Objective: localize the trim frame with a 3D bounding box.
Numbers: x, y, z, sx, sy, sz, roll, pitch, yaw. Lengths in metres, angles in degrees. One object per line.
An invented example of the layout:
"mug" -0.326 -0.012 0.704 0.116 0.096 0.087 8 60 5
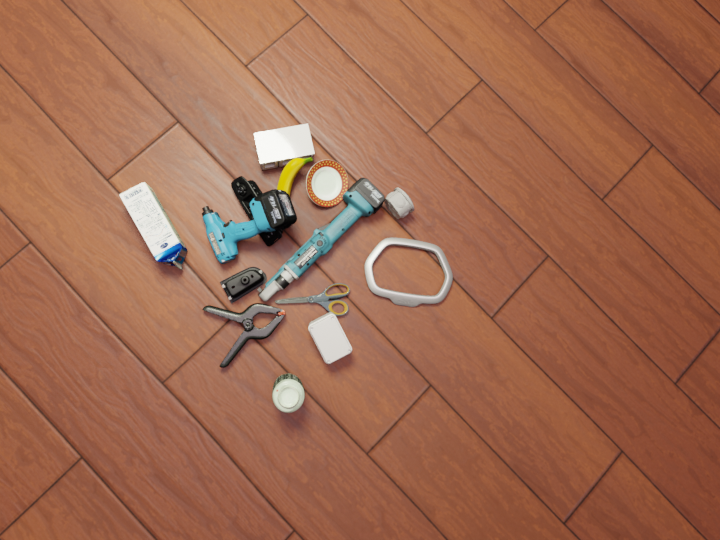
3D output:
"trim frame" 0.133 0.005 1.163 0.246 0.027 0.185 8 81 -5

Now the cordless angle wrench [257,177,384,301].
"cordless angle wrench" -0.111 -0.072 1.133 0.098 0.074 0.422 45 83 0

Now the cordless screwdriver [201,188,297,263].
"cordless screwdriver" -0.295 -0.135 1.080 0.254 0.072 0.160 -25 86 22

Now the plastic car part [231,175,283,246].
"plastic car part" -0.269 -0.169 1.133 0.203 0.068 0.065 54 42 1

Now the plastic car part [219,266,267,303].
"plastic car part" -0.305 0.030 1.101 0.116 0.071 0.066 -30 90 -6
